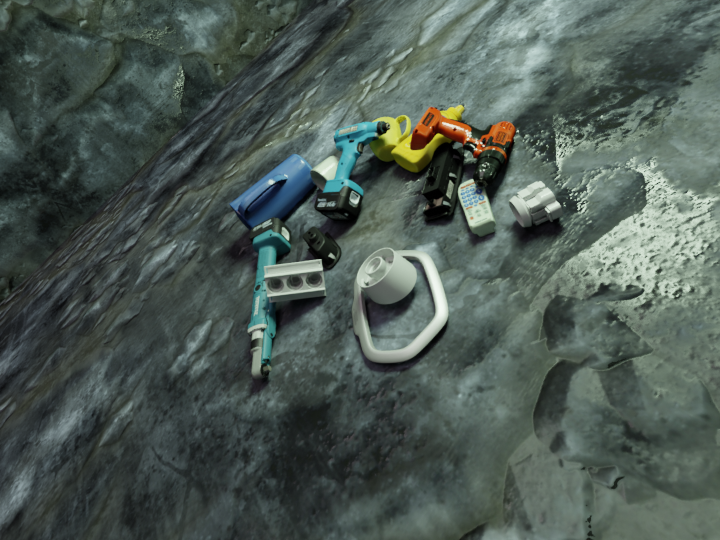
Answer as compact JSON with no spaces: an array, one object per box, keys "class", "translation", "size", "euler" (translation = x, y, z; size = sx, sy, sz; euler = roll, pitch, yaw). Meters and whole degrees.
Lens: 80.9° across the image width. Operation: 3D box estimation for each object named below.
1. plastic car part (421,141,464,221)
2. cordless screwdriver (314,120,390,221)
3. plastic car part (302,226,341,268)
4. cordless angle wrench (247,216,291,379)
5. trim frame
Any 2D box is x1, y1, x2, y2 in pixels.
[{"class":"plastic car part","translation":[0.168,-0.197,0.886],"size":[0.068,0.065,0.204],"euler":[-26,34,50]},{"class":"cordless screwdriver","translation":[-0.016,-0.245,1.018],"size":[0.167,0.070,0.251],"euler":[-1,71,42]},{"class":"plastic car part","translation":[-0.095,-0.062,0.974],"size":[0.066,0.067,0.123],"euler":[-43,36,0]},{"class":"cordless angle wrench","translation":[-0.218,0.051,0.975],"size":[0.100,0.070,0.438],"euler":[-25,44,19]},{"class":"trim frame","translation":[0.062,0.056,0.770],"size":[0.187,0.026,0.258],"euler":[-27,43,17]}]
